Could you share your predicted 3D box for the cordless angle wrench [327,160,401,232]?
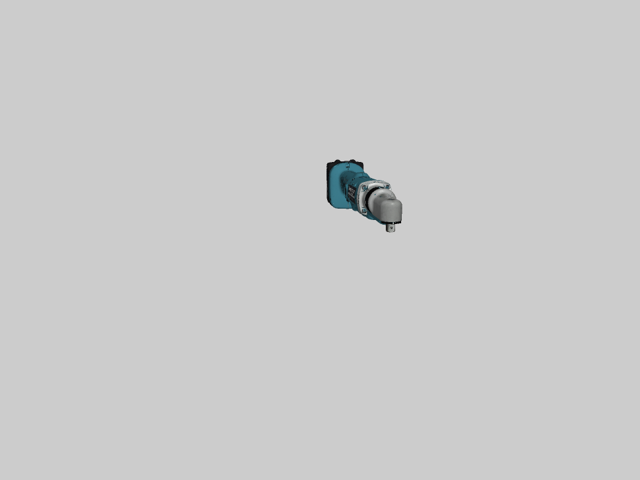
[{"bbox_3d":[0.068,-0.080,0.714,0.074,0.098,0.422,-2,13,-5],"label":"cordless angle wrench"}]
